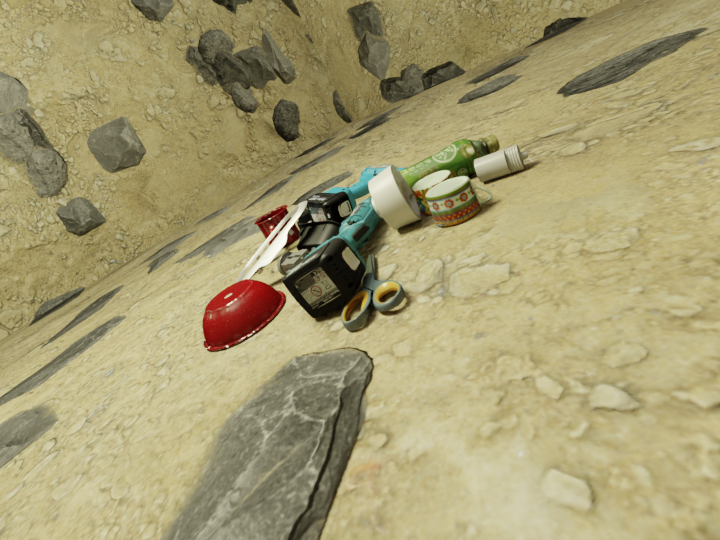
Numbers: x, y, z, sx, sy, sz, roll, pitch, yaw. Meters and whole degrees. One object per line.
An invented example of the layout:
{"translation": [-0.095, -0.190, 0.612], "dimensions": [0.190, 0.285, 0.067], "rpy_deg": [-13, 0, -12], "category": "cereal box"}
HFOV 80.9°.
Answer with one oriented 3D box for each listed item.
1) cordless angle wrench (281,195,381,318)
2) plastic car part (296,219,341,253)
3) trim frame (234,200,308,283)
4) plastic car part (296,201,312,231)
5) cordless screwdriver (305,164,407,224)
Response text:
{"translation": [-0.008, -0.070, 0.745], "dimensions": [0.100, 0.073, 0.422], "rpy_deg": [-33, 14, 28], "category": "cordless angle wrench"}
{"translation": [-0.081, -0.053, 0.828], "dimensions": [0.122, 0.063, 0.071], "rpy_deg": [-1, 48, 46], "category": "plastic car part"}
{"translation": [-0.188, -0.048, 0.883], "dimensions": [0.248, 0.027, 0.189], "rpy_deg": [-51, 16, -5], "category": "trim frame"}
{"translation": [-0.135, -0.140, 1.079], "dimensions": [0.066, 0.065, 0.210], "rpy_deg": [-23, 23, -5], "category": "plastic car part"}
{"translation": [0.005, -0.179, 0.975], "dimensions": [0.244, 0.072, 0.168], "rpy_deg": [-38, 30, -31], "category": "cordless screwdriver"}
